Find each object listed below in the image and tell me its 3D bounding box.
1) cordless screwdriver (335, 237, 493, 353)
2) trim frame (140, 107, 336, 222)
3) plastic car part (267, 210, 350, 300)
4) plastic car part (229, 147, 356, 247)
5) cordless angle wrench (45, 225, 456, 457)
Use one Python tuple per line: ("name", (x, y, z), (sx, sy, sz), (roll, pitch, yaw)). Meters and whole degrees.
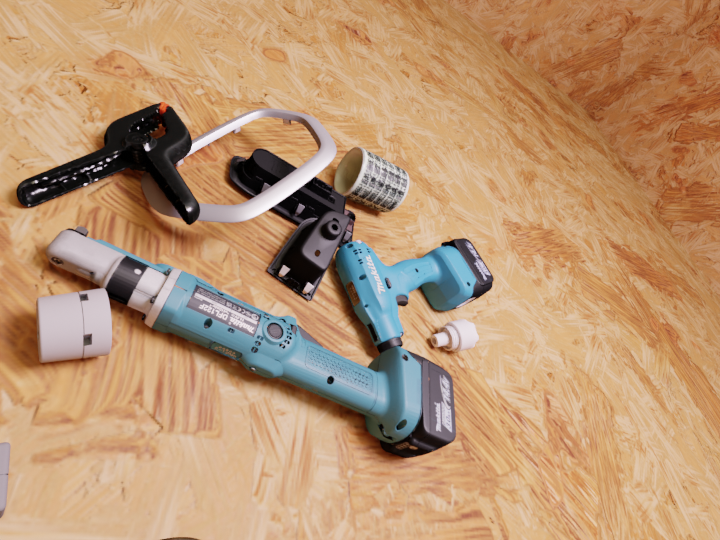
("cordless screwdriver", (0.089, 0.032, 0.599), (0.238, 0.075, 0.165), (-5, 61, -37))
("trim frame", (-0.141, -0.135, 0.511), (0.192, 0.026, 0.246), (29, 56, 24))
("plastic car part", (-0.051, -0.033, 0.520), (0.065, 0.072, 0.117), (36, 58, -13))
("plastic car part", (-0.084, -0.104, 0.582), (0.197, 0.068, 0.067), (26, 52, -17))
("cordless angle wrench", (-0.094, 0.070, 0.420), (0.411, 0.075, 0.100), (28, 44, -15))
